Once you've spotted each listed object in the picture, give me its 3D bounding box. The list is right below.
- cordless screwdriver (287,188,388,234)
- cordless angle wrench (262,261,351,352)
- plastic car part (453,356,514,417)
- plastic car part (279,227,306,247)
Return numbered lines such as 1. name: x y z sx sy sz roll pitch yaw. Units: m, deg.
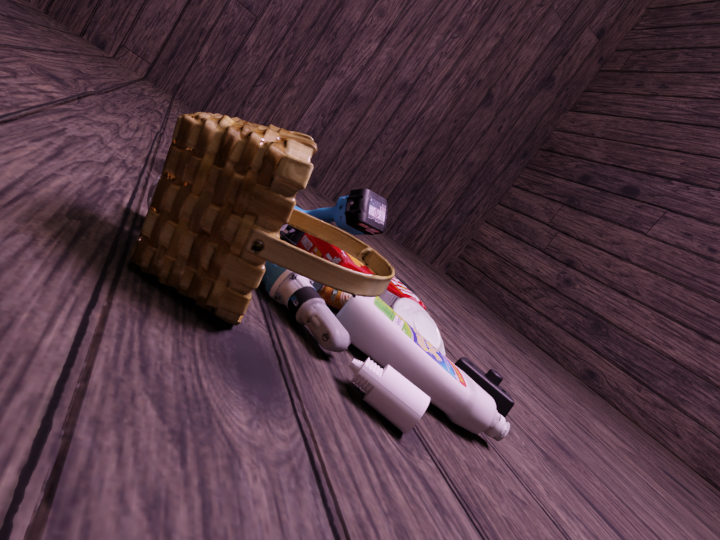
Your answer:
1. cordless screwdriver: -0.054 -0.114 0.952 0.260 0.075 0.150 0 -15 37
2. cordless angle wrench: -0.143 -0.041 0.594 0.092 0.074 0.447 27 14 -49
3. plastic car part: 0.169 0.169 0.608 0.122 0.071 0.063 36 10 26
4. plastic car part: -0.088 -0.058 0.904 0.192 0.067 0.070 17 27 -53
